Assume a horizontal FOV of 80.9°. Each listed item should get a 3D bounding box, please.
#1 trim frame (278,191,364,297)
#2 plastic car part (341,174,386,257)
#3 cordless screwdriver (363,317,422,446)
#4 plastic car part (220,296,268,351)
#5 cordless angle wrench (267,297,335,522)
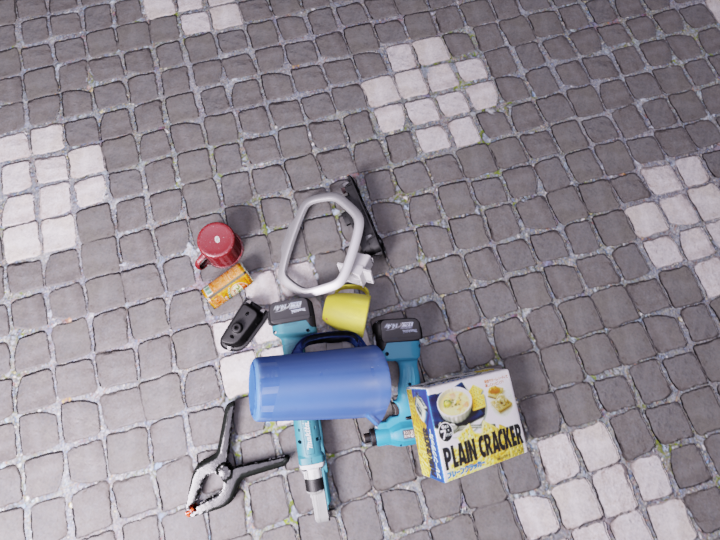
[{"bbox_3d":[-0.091,-0.060,0.931,0.191,0.026,0.250,12,78,22],"label":"trim frame"},{"bbox_3d":[-0.001,-0.114,0.960,0.067,0.065,0.207,-27,77,1],"label":"plastic car part"},{"bbox_3d":[0.068,0.225,0.862,0.158,0.074,0.252,-9,79,-4],"label":"cordless screwdriver"},{"bbox_3d":[-0.250,0.117,0.888,0.067,0.070,0.116,31,73,5],"label":"plastic car part"},{"bbox_3d":[-0.112,0.271,0.849,0.097,0.073,0.430,-10,77,-5],"label":"cordless angle wrench"}]
